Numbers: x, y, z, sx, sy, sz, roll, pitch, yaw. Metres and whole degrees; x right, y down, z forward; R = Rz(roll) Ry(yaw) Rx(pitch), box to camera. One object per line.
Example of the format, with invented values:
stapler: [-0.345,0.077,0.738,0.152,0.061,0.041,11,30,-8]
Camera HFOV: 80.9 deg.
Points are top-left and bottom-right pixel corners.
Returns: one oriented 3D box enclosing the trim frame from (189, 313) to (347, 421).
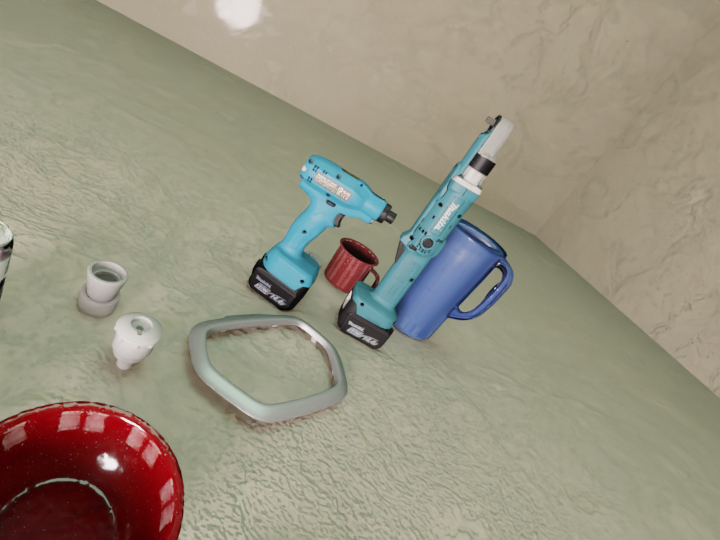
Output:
trim frame: [-0.117,0.119,0.576,0.236,0.027,0.194,0,38,-50]

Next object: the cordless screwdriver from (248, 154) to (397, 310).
cordless screwdriver: [-0.067,-0.044,0.682,0.160,0.248,0.074,33,23,0]

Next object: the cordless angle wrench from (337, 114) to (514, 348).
cordless angle wrench: [0.105,-0.053,0.687,0.097,0.422,0.075,31,23,-6]
